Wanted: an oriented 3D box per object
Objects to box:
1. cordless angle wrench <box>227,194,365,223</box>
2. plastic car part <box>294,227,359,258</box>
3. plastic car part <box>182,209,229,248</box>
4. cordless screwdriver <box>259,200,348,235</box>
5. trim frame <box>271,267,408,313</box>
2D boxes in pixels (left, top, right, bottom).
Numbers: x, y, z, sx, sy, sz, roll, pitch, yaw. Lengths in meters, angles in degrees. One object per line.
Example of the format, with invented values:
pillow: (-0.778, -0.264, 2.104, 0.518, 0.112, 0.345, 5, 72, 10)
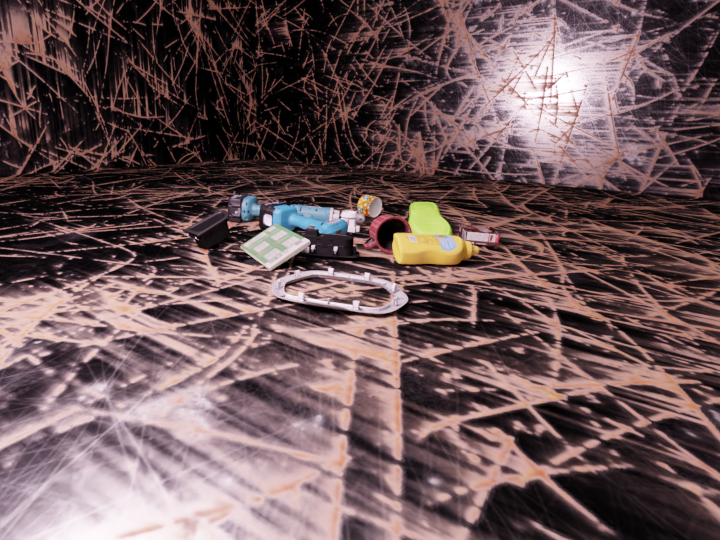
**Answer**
cordless angle wrench: (-0.198, -0.179, 1.318, 0.426, 0.073, 0.099, 5, 18, 3)
plastic car part: (-0.098, -0.064, 1.002, 0.208, 0.066, 0.065, 10, 11, 14)
plastic car part: (-0.362, -0.092, 1.037, 0.069, 0.068, 0.114, 16, 39, 35)
cordless screwdriver: (-0.174, -0.125, 1.156, 0.260, 0.073, 0.155, 16, 22, 26)
trim frame: (-0.039, 0.033, 0.766, 0.256, 0.027, 0.182, 9, 21, 15)
